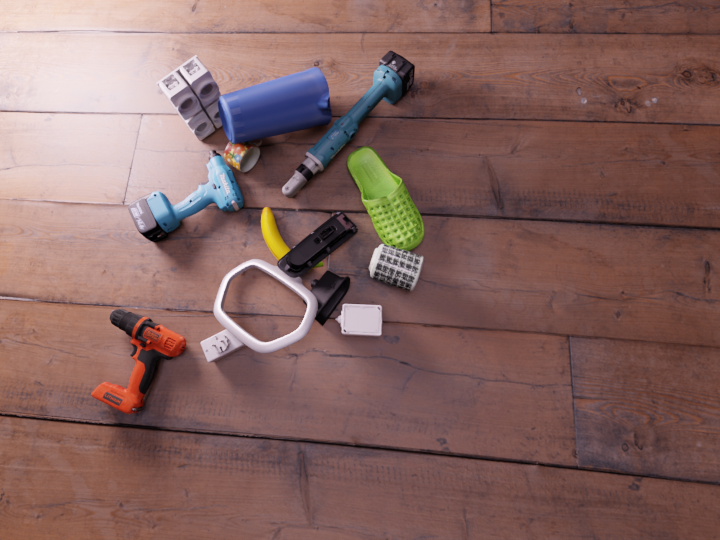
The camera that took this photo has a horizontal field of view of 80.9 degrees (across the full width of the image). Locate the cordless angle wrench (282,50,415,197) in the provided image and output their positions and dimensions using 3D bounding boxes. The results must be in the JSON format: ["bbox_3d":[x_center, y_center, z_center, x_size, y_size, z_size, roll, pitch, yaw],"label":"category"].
[{"bbox_3d":[-0.037,-0.334,1.001,0.076,0.095,0.422,41,85,13],"label":"cordless angle wrench"}]

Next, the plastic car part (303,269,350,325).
[{"bbox_3d":[-0.081,0.050,0.922,0.074,0.063,0.116,29,76,23],"label":"plastic car part"}]

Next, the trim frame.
[{"bbox_3d":[-0.205,0.069,0.903,0.261,0.026,0.183,28,69,29],"label":"trim frame"}]

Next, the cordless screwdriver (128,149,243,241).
[{"bbox_3d":[-0.415,-0.178,0.998,0.247,0.073,0.163,-24,75,-6],"label":"cordless screwdriver"}]

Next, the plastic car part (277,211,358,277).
[{"bbox_3d":[-0.091,-0.059,0.926,0.201,0.067,0.067,-41,88,-18],"label":"plastic car part"}]
